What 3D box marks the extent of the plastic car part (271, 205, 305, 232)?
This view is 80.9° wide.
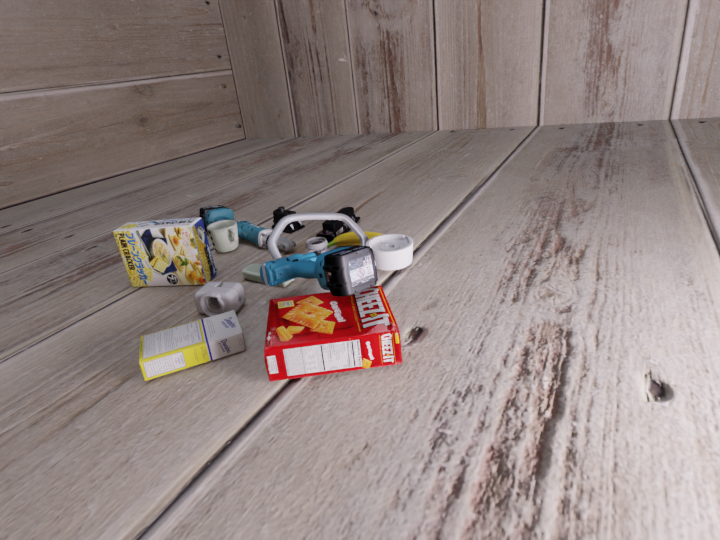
[{"bbox_3d":[-0.241,-0.166,1.337,0.123,0.069,0.064,18,33,39],"label":"plastic car part"}]

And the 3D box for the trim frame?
[{"bbox_3d":[-0.099,-0.065,1.016,0.244,0.027,0.191,-3,56,-12],"label":"trim frame"}]

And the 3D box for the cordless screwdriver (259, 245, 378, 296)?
[{"bbox_3d":[-0.071,-0.009,0.843,0.261,0.073,0.153,1,16,46],"label":"cordless screwdriver"}]

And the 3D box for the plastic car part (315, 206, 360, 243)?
[{"bbox_3d":[-0.066,-0.140,1.244,0.069,0.065,0.199,-2,22,29],"label":"plastic car part"}]

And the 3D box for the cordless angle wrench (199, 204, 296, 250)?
[{"bbox_3d":[-0.348,-0.122,1.279,0.447,0.073,0.094,20,27,40],"label":"cordless angle wrench"}]
